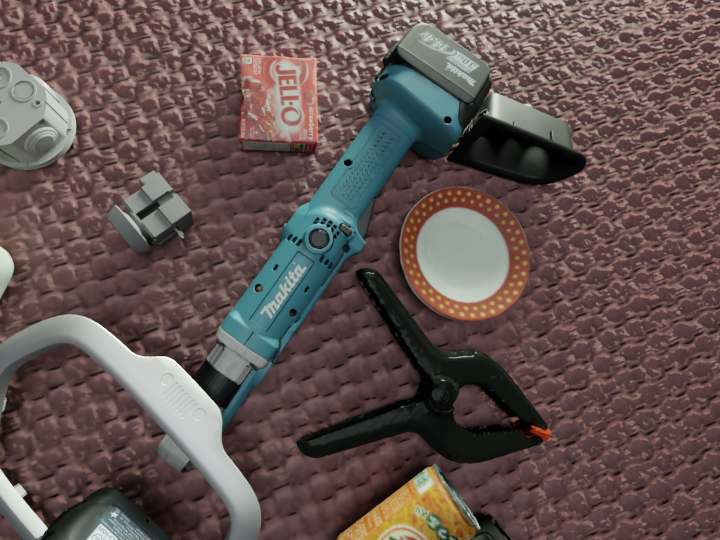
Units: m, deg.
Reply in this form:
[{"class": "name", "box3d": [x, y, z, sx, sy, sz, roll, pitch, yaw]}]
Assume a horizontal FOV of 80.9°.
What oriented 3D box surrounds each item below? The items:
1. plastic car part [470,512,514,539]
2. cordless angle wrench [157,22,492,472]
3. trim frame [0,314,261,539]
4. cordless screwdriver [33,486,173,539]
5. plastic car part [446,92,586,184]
[{"class": "plastic car part", "box3d": [0.039, 0.277, 0.329, 0.200, 0.069, 0.065, -21, 111, -12]}, {"class": "cordless angle wrench", "box3d": [-0.036, -0.024, 0.368, 0.098, 0.074, 0.422, 34, 80, -2]}, {"class": "trim frame", "box3d": [-0.186, 0.148, 0.313, 0.251, 0.027, 0.185, 45, 98, 4]}, {"class": "cordless screwdriver", "box3d": [-0.215, 0.280, 0.268, 0.249, 0.074, 0.160, -44, 89, 3]}, {"class": "plastic car part", "box3d": [0.156, -0.135, 0.419, 0.115, 0.066, 0.072, 14, 65, -9]}]
